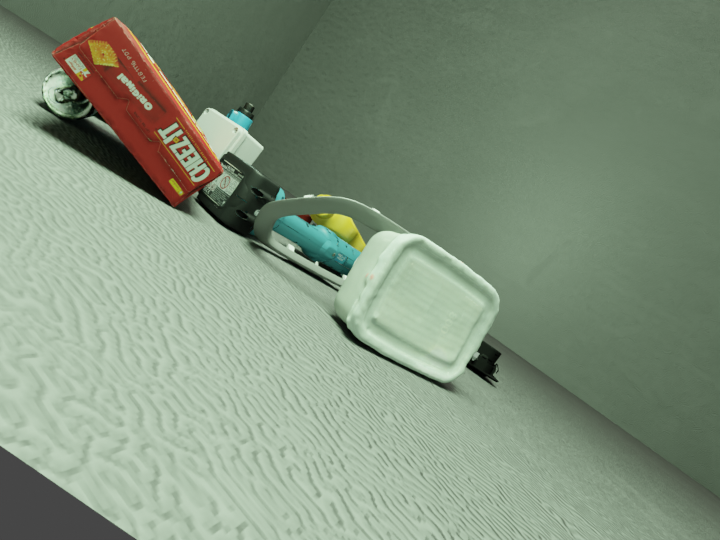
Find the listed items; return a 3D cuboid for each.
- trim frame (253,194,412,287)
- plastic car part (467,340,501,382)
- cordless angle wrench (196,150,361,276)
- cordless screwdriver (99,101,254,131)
[{"bbox_3d":[-0.012,-0.020,0.510,0.237,0.028,0.190,28,-33,-30],"label":"trim frame"},{"bbox_3d":[0.151,0.106,0.714,0.208,0.067,0.065,38,-2,11],"label":"plastic car part"},{"bbox_3d":[-0.065,-0.043,0.667,0.103,0.074,0.400,38,3,35],"label":"cordless angle wrench"},{"bbox_3d":[-0.305,-0.269,0.720,0.235,0.159,0.079,27,9,-44],"label":"cordless screwdriver"}]
